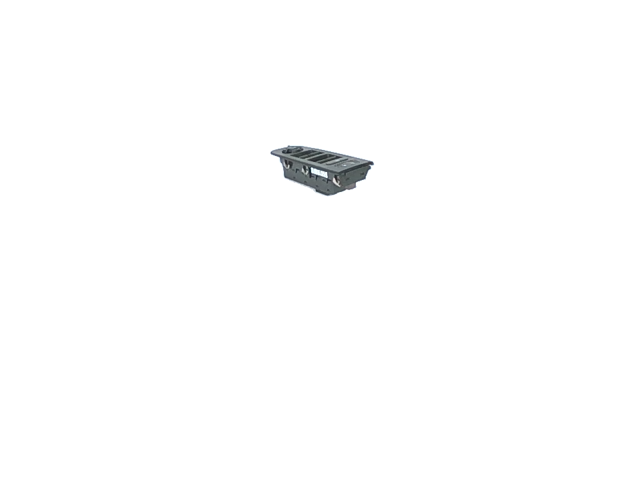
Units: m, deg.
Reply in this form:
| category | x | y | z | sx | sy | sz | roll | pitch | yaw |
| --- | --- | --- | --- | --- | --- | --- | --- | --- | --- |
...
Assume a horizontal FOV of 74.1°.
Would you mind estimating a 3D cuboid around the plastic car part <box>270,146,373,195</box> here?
| category | x | y | z | sx | sy | sz | roll | pitch | yaw |
| --- | --- | --- | --- | --- | --- | --- | --- | --- | --- |
| plastic car part | -0.004 | -0.113 | 0.679 | 0.066 | 0.067 | 0.204 | -32 | 39 | -25 |
